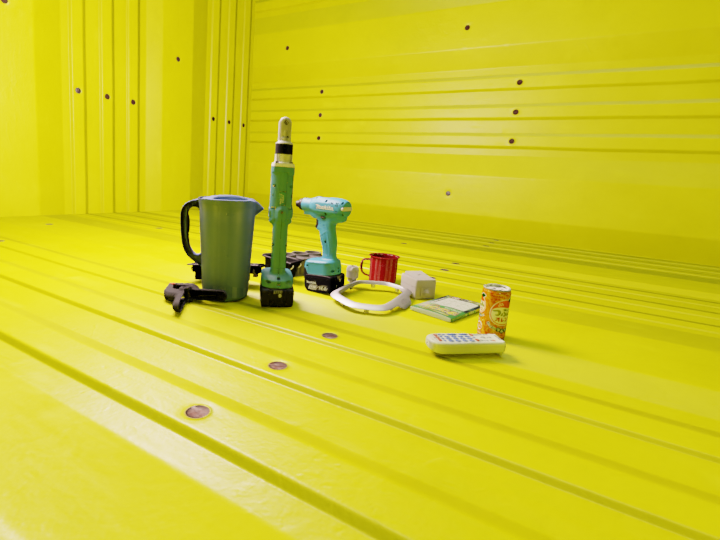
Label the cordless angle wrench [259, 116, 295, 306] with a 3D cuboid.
[{"bbox_3d":[-0.182,-0.130,0.959,0.073,0.419,0.101,2,10,-15],"label":"cordless angle wrench"}]

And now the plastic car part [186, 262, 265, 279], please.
[{"bbox_3d":[-0.358,0.003,1.122,0.205,0.066,0.066,5,11,6],"label":"plastic car part"}]

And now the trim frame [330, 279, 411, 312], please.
[{"bbox_3d":[0.033,0.063,1.064,0.192,0.027,0.241,9,13,24],"label":"trim frame"}]

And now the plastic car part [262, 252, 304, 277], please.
[{"bbox_3d":[-0.227,-0.007,1.204,0.122,0.070,0.063,11,12,30],"label":"plastic car part"}]

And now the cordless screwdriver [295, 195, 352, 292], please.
[{"bbox_3d":[-0.110,-0.072,1.122,0.167,0.246,0.071,11,11,30],"label":"cordless screwdriver"}]
